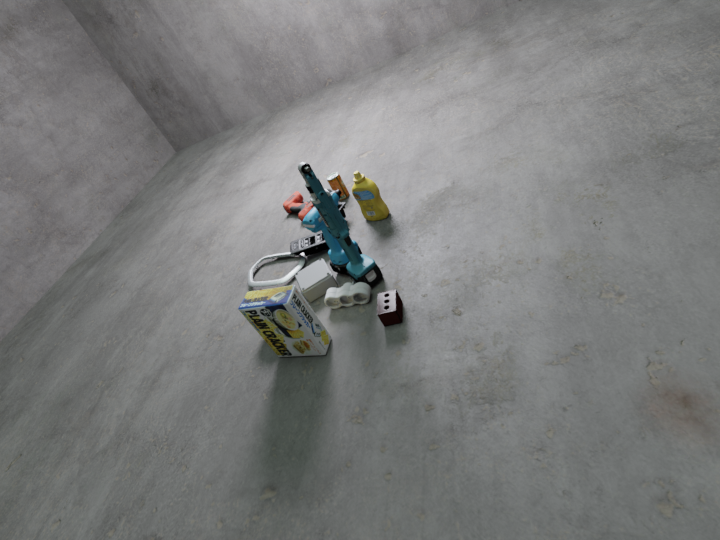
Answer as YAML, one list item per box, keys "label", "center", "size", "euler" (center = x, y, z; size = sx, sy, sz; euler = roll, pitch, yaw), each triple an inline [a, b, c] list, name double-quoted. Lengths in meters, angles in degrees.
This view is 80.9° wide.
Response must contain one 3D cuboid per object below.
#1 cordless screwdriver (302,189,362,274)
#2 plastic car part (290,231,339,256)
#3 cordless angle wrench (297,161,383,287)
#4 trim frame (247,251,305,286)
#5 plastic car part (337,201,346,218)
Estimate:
- label: "cordless screwdriver"
  center: [-0.068, -0.115, 1.298]
  size: [0.078, 0.237, 0.158]
  euler: [9, 51, 44]
- label: "plastic car part"
  center: [-0.145, -0.095, 1.480]
  size: [0.206, 0.064, 0.068]
  euler: [-21, 36, 14]
- label: "cordless angle wrench"
  center: [-0.062, -0.119, 1.156]
  size: [0.074, 0.403, 0.103]
  euler: [-38, 34, -11]
- label: "trim frame"
  center: [-0.307, -0.008, 1.529]
  size: [0.258, 0.026, 0.186]
  euler: [-8, 42, 29]
- label: "plastic car part"
  center: [-0.093, -0.189, 1.550]
  size: [0.069, 0.067, 0.117]
  euler: [-1, 45, 37]
